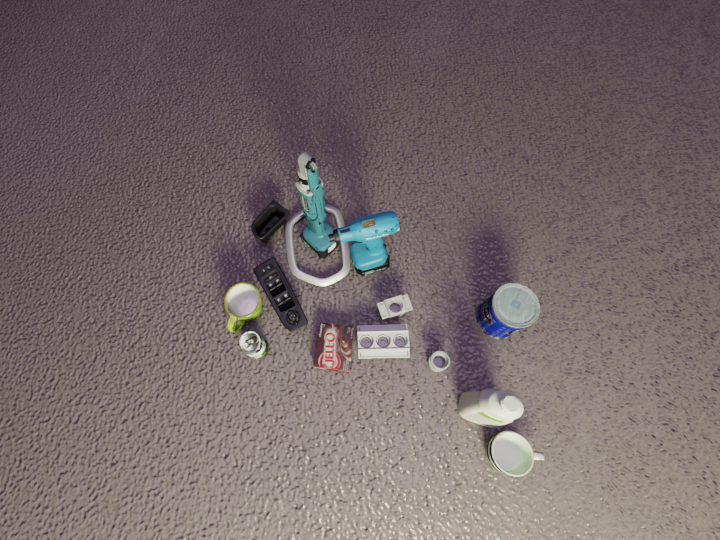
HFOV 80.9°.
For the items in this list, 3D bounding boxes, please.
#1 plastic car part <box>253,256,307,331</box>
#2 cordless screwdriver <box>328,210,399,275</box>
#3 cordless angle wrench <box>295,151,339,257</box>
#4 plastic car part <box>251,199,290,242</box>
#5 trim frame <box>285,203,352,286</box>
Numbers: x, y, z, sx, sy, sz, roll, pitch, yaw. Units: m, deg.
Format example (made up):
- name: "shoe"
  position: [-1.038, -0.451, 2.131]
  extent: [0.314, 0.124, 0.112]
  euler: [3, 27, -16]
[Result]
- name: "plastic car part"
  position: [-0.204, 0.069, 1.098]
  extent: [0.066, 0.065, 0.210]
  euler: [-29, 69, -9]
- name: "cordless screwdriver"
  position: [0.004, -0.059, 1.038]
  extent: [0.159, 0.242, 0.076]
  euler: [-14, 71, -4]
- name: "cordless angle wrench"
  position: [-0.109, -0.148, 0.992]
  extent: [0.074, 0.412, 0.101]
  euler: [-43, 76, -14]
- name: "plastic car part"
  position: [-0.253, -0.126, 1.180]
  extent: [0.068, 0.069, 0.116]
  euler: [36, 75, 14]
- name: "trim frame"
  position: [-0.114, -0.075, 1.170]
  extent: [0.184, 0.027, 0.255]
  euler: [-10, 68, 0]
